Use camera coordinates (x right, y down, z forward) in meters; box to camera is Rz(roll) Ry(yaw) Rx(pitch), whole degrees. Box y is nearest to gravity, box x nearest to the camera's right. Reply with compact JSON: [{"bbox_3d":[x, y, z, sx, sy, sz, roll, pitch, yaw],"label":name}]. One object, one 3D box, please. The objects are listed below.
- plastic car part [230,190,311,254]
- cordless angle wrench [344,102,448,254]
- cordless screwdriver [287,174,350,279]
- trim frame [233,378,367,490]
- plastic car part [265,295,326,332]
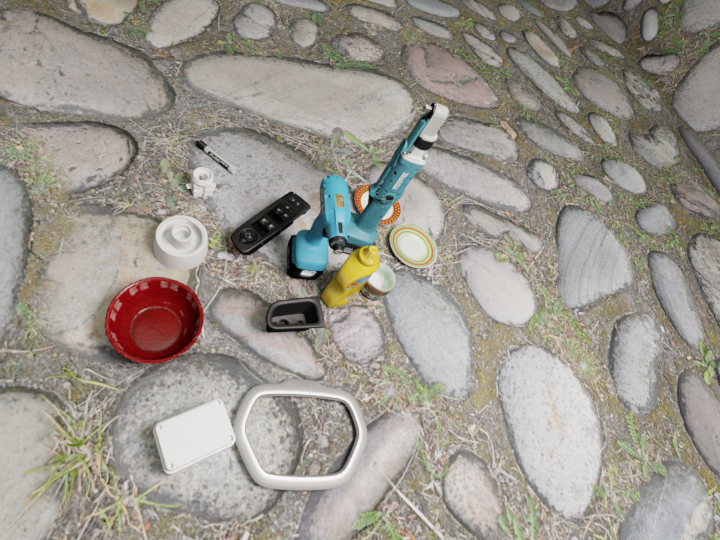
[{"bbox_3d":[-0.204,-0.099,0.936,0.067,0.067,0.200,43,54,7],"label":"plastic car part"},{"bbox_3d":[0.056,-0.166,0.857,0.095,0.423,0.076,16,56,-16],"label":"cordless angle wrench"},{"bbox_3d":[-0.082,-0.054,0.840,0.072,0.249,0.164,8,58,-21],"label":"cordless screwdriver"},{"bbox_3d":[-0.102,0.284,0.749,0.242,0.027,0.190,7,56,-17],"label":"trim frame"},{"bbox_3d":[-0.137,0.096,0.832,0.113,0.071,0.068,-3,62,-24],"label":"plastic car part"}]
